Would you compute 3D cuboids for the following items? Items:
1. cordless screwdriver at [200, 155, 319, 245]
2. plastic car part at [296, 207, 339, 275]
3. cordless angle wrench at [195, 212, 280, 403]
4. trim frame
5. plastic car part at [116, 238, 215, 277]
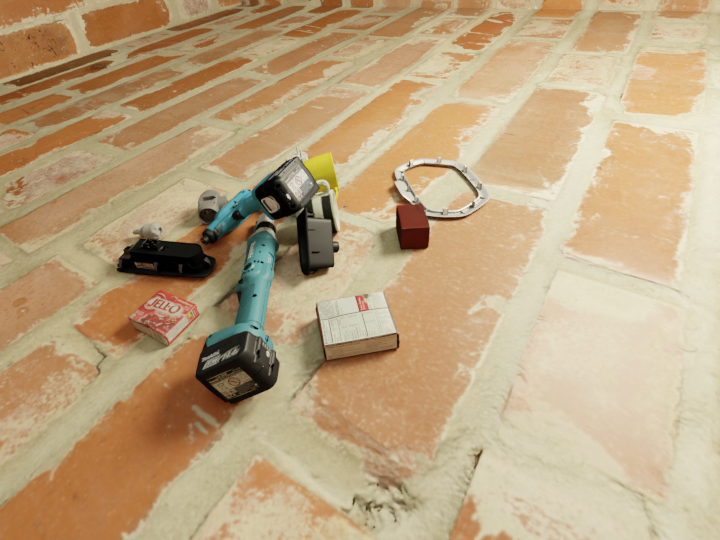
[{"bbox_3d":[-0.204,-0.121,0.808,0.259,0.072,0.158,-10,35,46],"label":"cordless screwdriver"},{"bbox_3d":[-0.075,-0.049,0.770,0.069,0.067,0.118,-5,78,-19],"label":"plastic car part"},{"bbox_3d":[-0.178,0.014,0.716,0.099,0.071,0.437,-27,35,15],"label":"cordless angle wrench"},{"bbox_3d":[0.171,-0.191,0.930,0.183,0.026,0.259,-12,43,-4],"label":"trim frame"},{"bbox_3d":[-0.372,-0.029,0.808,0.208,0.065,0.067,8,36,13],"label":"plastic car part"}]
